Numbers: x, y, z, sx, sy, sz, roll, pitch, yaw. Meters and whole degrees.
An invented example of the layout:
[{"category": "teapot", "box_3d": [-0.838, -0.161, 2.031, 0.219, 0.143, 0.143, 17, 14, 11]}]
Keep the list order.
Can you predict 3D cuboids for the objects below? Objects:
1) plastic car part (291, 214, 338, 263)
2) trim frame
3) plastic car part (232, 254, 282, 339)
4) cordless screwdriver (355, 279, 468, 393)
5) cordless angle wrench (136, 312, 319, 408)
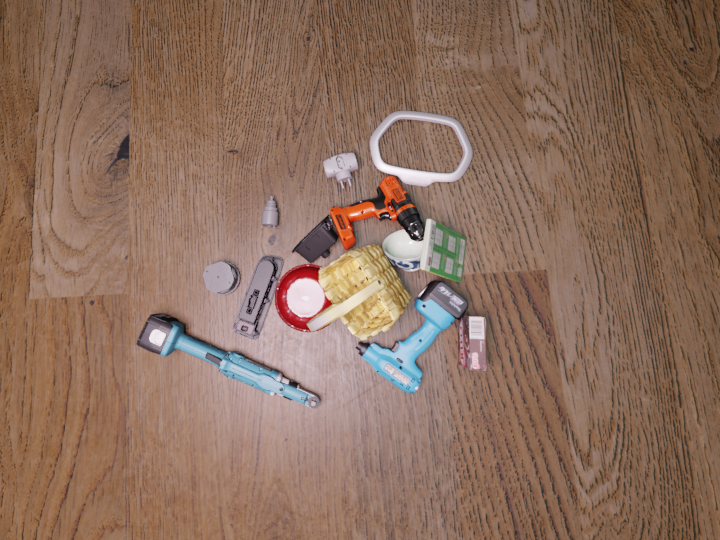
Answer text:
[{"category": "plastic car part", "box_3d": [-0.097, -0.063, 0.989, 0.070, 0.066, 0.117, 43, 112, -9]}, {"category": "trim frame", "box_3d": [0.146, -0.298, 1.031, 0.250, 0.027, 0.185, 9, 81, 3]}, {"category": "plastic car part", "box_3d": [-0.243, 0.056, 0.986, 0.068, 0.065, 0.204, 18, 80, 10]}, {"category": "cordless screwdriver", "box_3d": [0.114, 0.130, 0.946, 0.162, 0.073, 0.248, 34, 89, 7]}, {"category": "cordless angle wrench", "box_3d": [-0.288, 0.214, 0.955, 0.425, 0.097, 0.074, 23, 84, 2]}]
